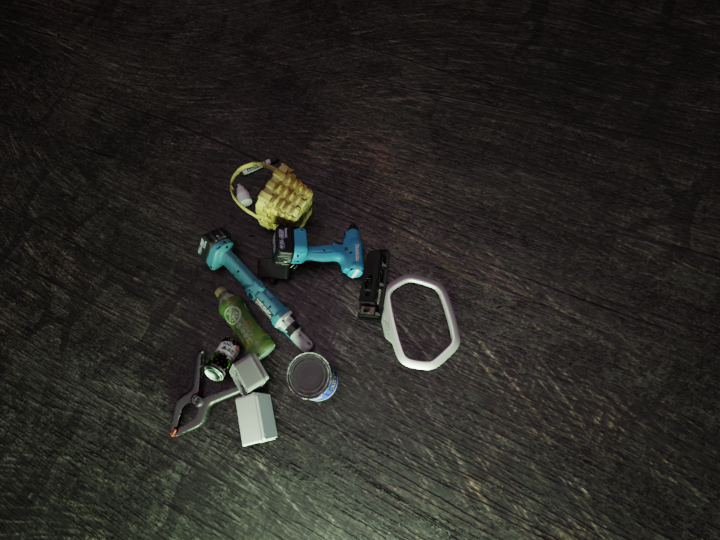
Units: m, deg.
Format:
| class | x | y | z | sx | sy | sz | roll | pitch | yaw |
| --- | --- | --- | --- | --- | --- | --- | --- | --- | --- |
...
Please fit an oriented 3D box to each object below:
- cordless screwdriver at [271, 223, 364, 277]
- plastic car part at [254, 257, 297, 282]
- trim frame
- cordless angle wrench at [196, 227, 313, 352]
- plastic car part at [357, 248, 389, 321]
| class | x | y | z | sx | sy | sz | roll | pitch | yaw |
| --- | --- | --- | --- | --- | --- | --- | --- | --- | --- |
| cordless screwdriver | -0.111 | -0.073 | 1.137 | 0.243 | 0.074 | 0.164 | 8 | 57 | -14 |
| plastic car part | -0.235 | 0.000 | 1.173 | 0.119 | 0.064 | 0.071 | 0 | 84 | 11 |
| trim frame | 0.148 | 0.127 | 1.081 | 0.185 | 0.027 | 0.255 | -13 | 70 | 2 |
| cordless angle wrench | -0.278 | 0.057 | 1.137 | 0.436 | 0.098 | 0.072 | 44 | 41 | 15 |
| plastic car part | 0.030 | 0.029 | 1.116 | 0.069 | 0.063 | 0.206 | -3 | 62 | 32 |
